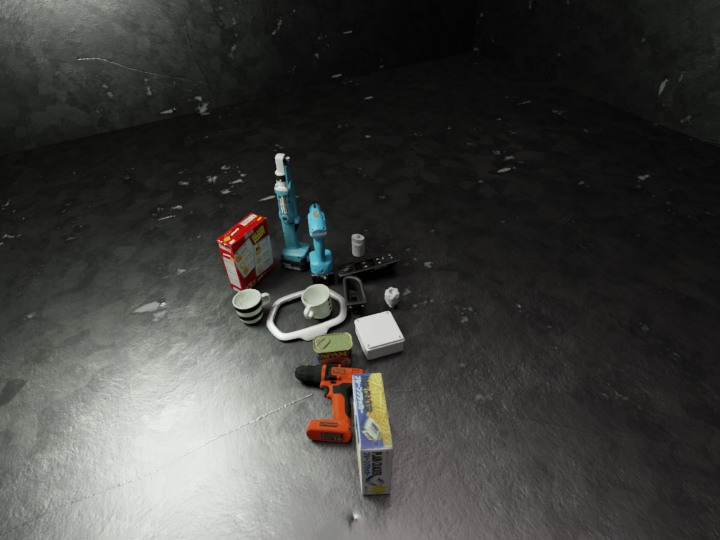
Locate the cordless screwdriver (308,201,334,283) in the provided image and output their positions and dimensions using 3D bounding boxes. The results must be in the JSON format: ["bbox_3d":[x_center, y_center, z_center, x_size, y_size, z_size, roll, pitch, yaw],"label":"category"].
[{"bbox_3d":[-0.132,-0.086,1.348,0.074,0.240,0.165,-7,42,-5],"label":"cordless screwdriver"}]

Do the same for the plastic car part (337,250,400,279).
[{"bbox_3d":[0.022,-0.008,1.373,0.201,0.064,0.069,-12,42,-7],"label":"plastic car part"}]

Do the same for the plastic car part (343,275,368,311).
[{"bbox_3d":[-0.019,0.078,1.280,0.066,0.068,0.121,-7,42,-3],"label":"plastic car part"}]

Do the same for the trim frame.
[{"bbox_3d":[-0.161,0.129,1.273,0.245,0.026,0.194,-17,43,-12],"label":"trim frame"}]

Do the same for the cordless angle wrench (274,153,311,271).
[{"bbox_3d":[-0.225,-0.177,1.334,0.101,0.408,0.075,12,43,15],"label":"cordless angle wrench"}]
